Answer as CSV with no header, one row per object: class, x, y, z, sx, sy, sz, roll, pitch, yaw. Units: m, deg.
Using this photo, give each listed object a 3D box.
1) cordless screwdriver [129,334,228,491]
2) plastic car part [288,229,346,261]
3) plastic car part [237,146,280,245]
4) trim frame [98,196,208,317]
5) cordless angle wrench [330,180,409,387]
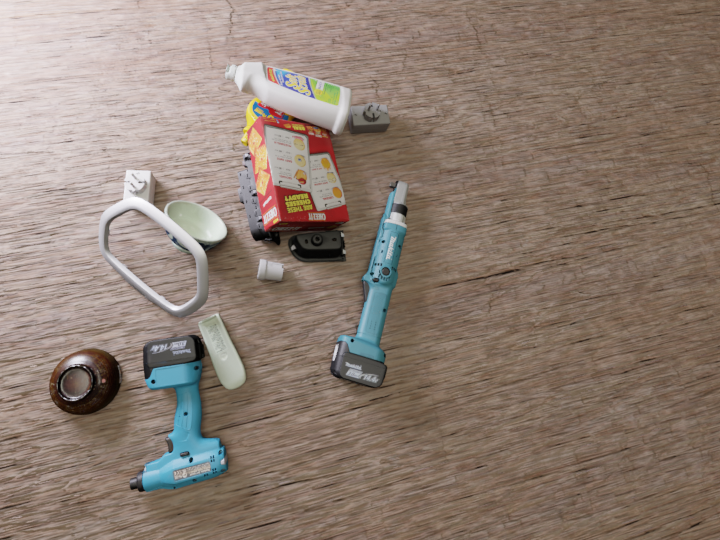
cordless screwdriver,-0.330,0.243,0.731,0.157,0.074,0.252,-12,81,-10
plastic car part,-0.082,-0.054,0.838,0.114,0.071,0.067,-3,77,-12
plastic car part,-0.209,-0.143,0.851,0.067,0.065,0.207,-19,77,1
trim frame,-0.372,-0.021,0.760,0.250,0.027,0.184,38,114,3
cordless angle wrench,0.041,0.009,0.839,0.097,0.074,0.427,16,72,-5
